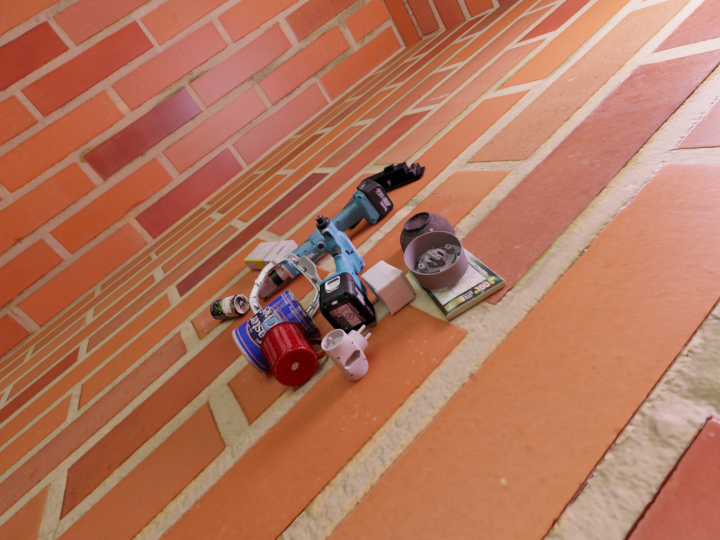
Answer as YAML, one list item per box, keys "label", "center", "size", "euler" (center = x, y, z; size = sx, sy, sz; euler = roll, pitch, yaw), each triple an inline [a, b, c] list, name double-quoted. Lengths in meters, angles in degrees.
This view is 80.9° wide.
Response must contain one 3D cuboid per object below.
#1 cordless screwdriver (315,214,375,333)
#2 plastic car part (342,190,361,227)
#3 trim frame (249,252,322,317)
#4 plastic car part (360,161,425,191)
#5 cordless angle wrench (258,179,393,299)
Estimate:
- label: "cordless screwdriver"
  center: [-0.043, -0.003, 0.842]
  size: [0.075, 0.152, 0.256]
  euler: [-28, 29, 14]
- label: "plastic car part"
  center: [-0.024, -0.166, 1.189]
  size: [0.116, 0.064, 0.073]
  euler: [-50, 14, -20]
- label: "trim frame"
  center: [-0.178, 0.045, 0.991]
  size: [0.184, 0.026, 0.263]
  euler: [-46, 41, -3]
- label: "plastic car part"
  center: [0.080, -0.264, 1.220]
  size: [0.209, 0.064, 0.067]
  euler: [-20, 36, 33]
- label: "cordless angle wrench"
  center: [-0.107, -0.070, 1.095]
  size: [0.423, 0.094, 0.078]
  euler: [-39, 28, 0]
